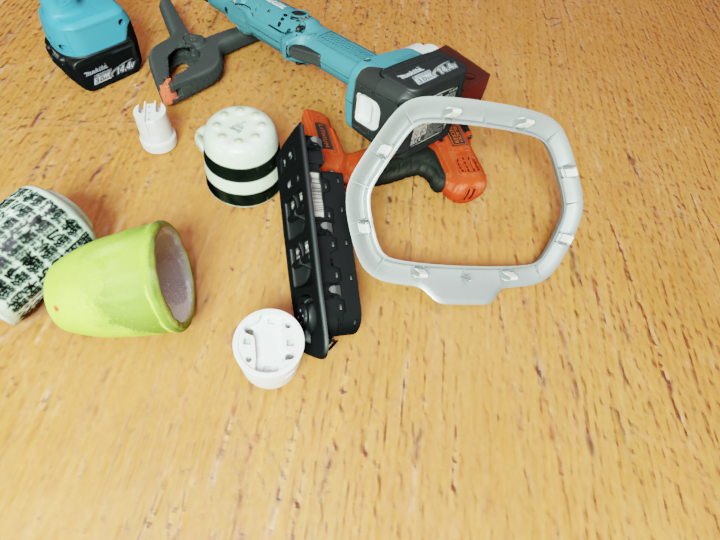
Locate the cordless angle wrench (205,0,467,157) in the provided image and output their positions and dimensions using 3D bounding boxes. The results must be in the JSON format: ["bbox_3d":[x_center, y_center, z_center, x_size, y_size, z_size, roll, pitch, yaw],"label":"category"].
[{"bbox_3d":[-0.073,-0.276,0.502,0.096,0.072,0.444,-31,58,-27],"label":"cordless angle wrench"}]

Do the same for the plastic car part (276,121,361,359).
[{"bbox_3d":[-0.037,-0.024,0.382,0.064,0.068,0.207,6,71,-34],"label":"plastic car part"}]

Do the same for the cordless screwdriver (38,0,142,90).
[{"bbox_3d":[-0.312,-0.336,0.462,0.077,0.243,0.157,42,68,15],"label":"cordless screwdriver"}]

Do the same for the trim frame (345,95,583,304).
[{"bbox_3d":[0.105,-0.059,0.386,0.241,0.028,0.182,3,101,-18],"label":"trim frame"}]
